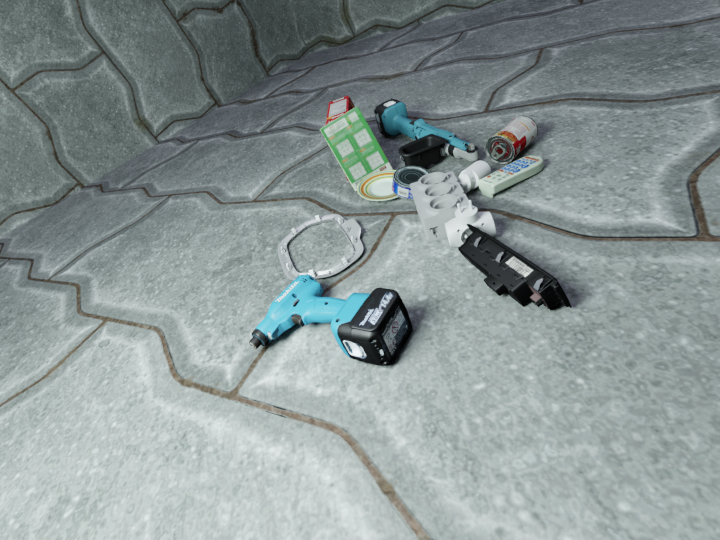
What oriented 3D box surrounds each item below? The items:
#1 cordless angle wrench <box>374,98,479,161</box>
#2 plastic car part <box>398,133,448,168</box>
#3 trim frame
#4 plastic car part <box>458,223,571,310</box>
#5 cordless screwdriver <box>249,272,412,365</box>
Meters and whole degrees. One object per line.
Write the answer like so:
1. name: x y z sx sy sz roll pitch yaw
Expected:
1. cordless angle wrench: 0.169 -0.362 1.117 0.074 0.093 0.446 -28 38 -9
2. plastic car part: 0.145 -0.272 1.011 0.115 0.068 0.070 -28 38 -15
3. trim frame: -0.088 -0.058 0.904 0.184 0.026 0.260 -25 33 -4
4. plastic car part: 0.212 -0.003 0.632 0.067 0.063 0.212 -46 34 12
5. cordless screwdriver: -0.057 0.084 0.659 0.262 0.071 0.158 9 46 43
